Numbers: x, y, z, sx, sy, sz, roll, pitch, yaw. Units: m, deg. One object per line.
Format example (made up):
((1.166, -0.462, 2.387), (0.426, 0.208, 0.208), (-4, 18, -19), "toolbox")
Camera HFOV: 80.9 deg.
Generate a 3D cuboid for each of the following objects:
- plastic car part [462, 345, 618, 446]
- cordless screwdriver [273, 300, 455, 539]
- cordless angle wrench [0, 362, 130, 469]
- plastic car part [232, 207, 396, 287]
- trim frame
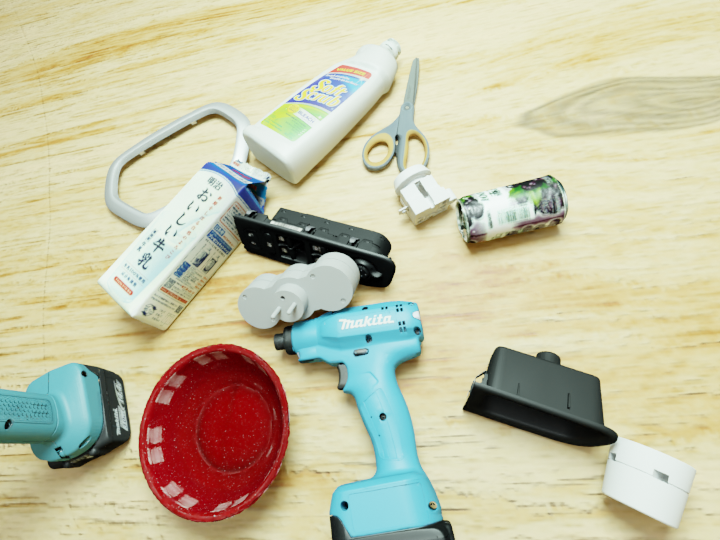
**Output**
((0.163, 0.108, 0.389), (0.120, 0.063, 0.072), (12, 56, 14), "plastic car part")
((-0.004, 0.154, 0.401), (0.161, 0.071, 0.256), (-11, 61, 9), "cordless screwdriver")
((-0.340, 0.099, 0.317), (0.074, 0.406, 0.102), (-25, 66, -1), "cordless angle wrench")
((-0.049, -0.032, 0.505), (0.211, 0.064, 0.067), (19, 47, 22), "plastic car part")
((-0.275, -0.164, 0.636), (0.248, 0.026, 0.192), (-32, 64, 0), "trim frame")
